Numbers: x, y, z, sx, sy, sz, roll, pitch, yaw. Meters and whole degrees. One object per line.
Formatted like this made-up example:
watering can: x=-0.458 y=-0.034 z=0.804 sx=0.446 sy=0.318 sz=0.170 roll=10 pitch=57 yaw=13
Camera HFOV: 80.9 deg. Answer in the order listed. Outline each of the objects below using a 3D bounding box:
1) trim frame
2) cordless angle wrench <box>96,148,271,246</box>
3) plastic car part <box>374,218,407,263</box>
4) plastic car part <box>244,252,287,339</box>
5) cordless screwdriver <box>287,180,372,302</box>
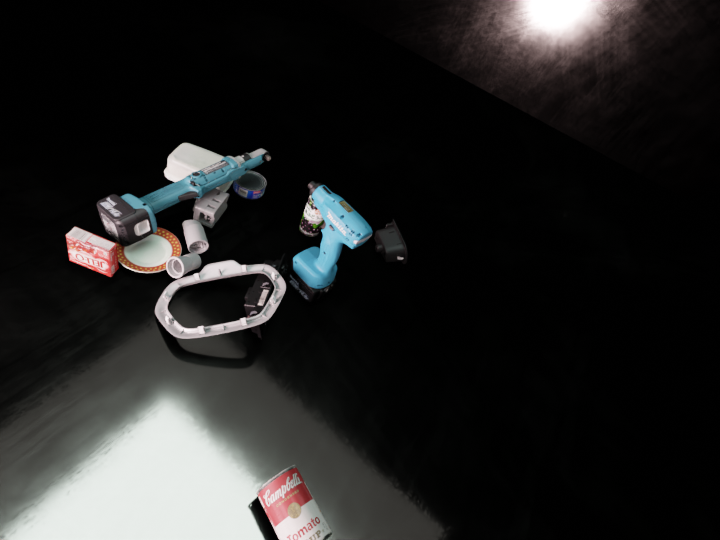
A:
trim frame: x=-0.266 y=0.048 z=0.809 sx=0.246 sy=0.026 sz=0.193 roll=-12 pitch=41 yaw=-7
cordless angle wrench: x=-0.371 y=-0.195 z=0.962 sx=0.102 sy=0.072 sz=0.415 roll=32 pitch=50 yaw=23
plastic car part: x=0.072 y=-0.068 z=1.109 sx=0.070 sy=0.064 sz=0.121 roll=-8 pitch=53 yaw=-12
plastic car part: x=-0.197 y=0.043 z=0.878 sx=0.069 sy=0.064 sz=0.206 roll=2 pitch=42 yaw=13
cordless screwdriver: x=-0.086 y=-0.056 z=0.880 sx=0.072 sy=0.248 sz=0.164 roll=-26 pitch=68 yaw=-42
